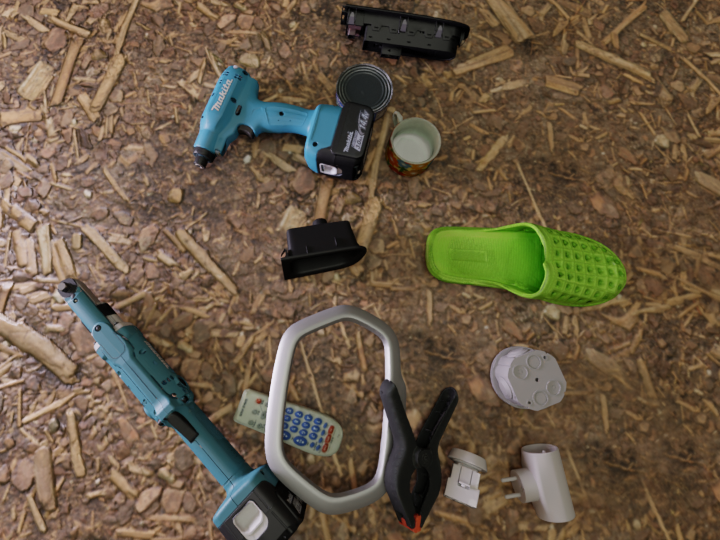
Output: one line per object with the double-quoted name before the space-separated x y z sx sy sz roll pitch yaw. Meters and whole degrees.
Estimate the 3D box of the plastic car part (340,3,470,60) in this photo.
"plastic car part" 0.069 -0.365 0.658 0.203 0.066 0.067 4 89 0

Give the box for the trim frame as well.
"trim frame" -0.025 0.166 0.537 0.181 0.027 0.253 9 68 -10

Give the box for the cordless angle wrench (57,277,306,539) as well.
"cordless angle wrench" -0.242 0.161 0.530 0.433 0.096 0.074 43 79 12

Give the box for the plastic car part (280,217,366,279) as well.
"plastic car part" -0.058 -0.038 0.589 0.115 0.064 0.073 -14 66 -8

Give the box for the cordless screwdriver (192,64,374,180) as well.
"cordless screwdriver" -0.114 -0.192 0.613 0.252 0.073 0.160 19 79 7
